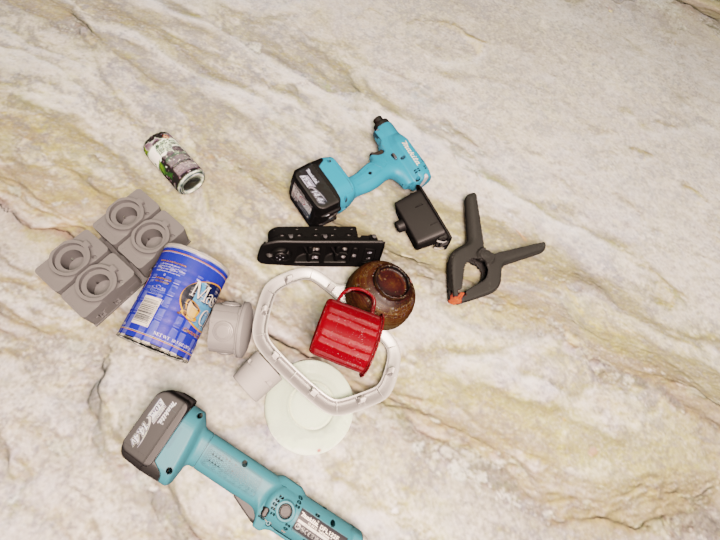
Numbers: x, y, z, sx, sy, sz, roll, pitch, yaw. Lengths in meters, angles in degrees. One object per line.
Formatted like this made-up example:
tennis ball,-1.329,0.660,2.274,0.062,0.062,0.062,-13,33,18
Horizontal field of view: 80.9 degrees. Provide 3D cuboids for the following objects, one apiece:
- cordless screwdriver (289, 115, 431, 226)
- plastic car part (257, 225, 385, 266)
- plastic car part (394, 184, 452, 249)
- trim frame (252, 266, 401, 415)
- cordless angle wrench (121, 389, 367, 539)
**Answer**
cordless screwdriver,-0.010,-0.184,0.750,0.243,0.074,0.163,-25,74,-21
plastic car part,-0.067,-0.044,0.690,0.200,0.065,0.069,-4,61,-10
plastic car part,0.098,-0.083,0.734,0.071,0.064,0.120,-27,72,-4
trim frame,-0.049,0.098,0.641,0.254,0.027,0.182,40,57,10
cordless angle wrench,-0.101,0.303,0.541,0.425,0.074,0.098,32,67,3
